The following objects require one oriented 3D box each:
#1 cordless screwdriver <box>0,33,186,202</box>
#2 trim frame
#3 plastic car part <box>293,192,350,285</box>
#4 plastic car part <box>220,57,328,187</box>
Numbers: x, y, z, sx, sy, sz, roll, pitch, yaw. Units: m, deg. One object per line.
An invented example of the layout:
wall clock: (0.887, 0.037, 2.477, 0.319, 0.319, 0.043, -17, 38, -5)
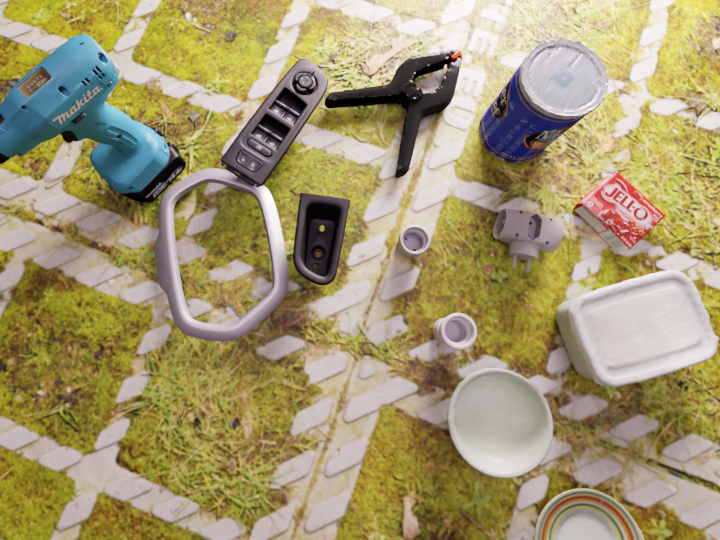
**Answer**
cordless screwdriver: (-0.315, -0.145, 0.502, 0.075, 0.247, 0.159, 43, 82, 2)
trim frame: (-0.198, -0.027, 0.589, 0.184, 0.027, 0.252, -13, 79, -2)
plastic car part: (-0.055, -0.036, 0.567, 0.066, 0.070, 0.117, 8, 80, -1)
plastic car part: (-0.113, -0.207, 0.603, 0.067, 0.066, 0.203, 30, 81, 3)
